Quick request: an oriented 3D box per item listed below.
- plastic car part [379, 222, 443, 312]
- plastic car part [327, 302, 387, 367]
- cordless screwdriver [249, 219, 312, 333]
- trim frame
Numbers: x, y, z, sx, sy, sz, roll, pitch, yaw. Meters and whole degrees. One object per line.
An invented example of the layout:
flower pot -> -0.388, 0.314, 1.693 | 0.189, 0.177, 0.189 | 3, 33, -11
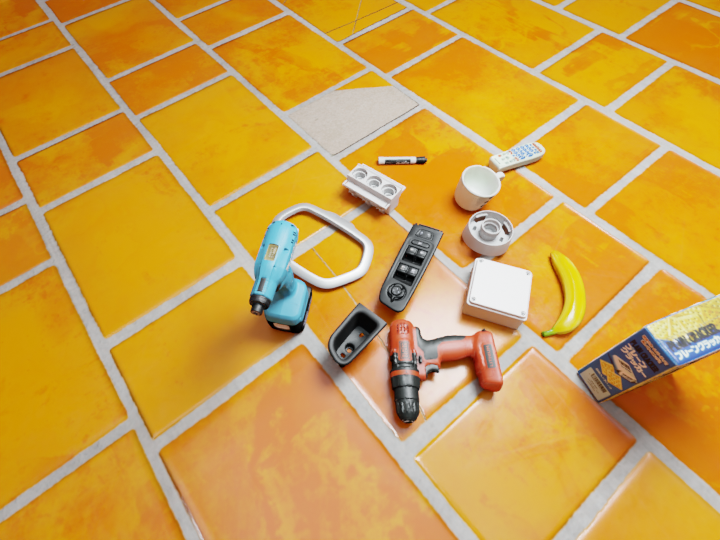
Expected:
plastic car part -> 0.098, 0.000, 0.858 | 0.068, 0.065, 0.203 | 23, 62, 14
plastic car part -> -0.014, 0.130, 0.780 | 0.069, 0.069, 0.115 | 35, 66, 20
cordless screwdriver -> -0.141, 0.044, 0.741 | 0.075, 0.241, 0.162 | 10, 59, 4
trim frame -> -0.091, -0.059, 0.930 | 0.258, 0.026, 0.183 | 30, 64, 20
